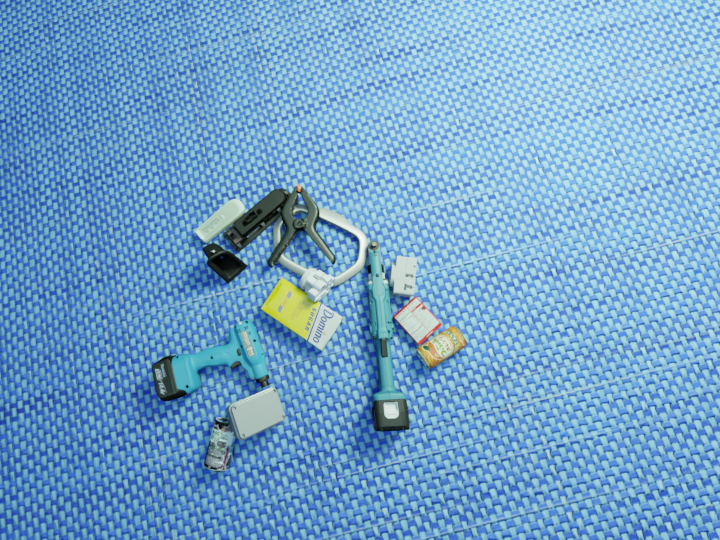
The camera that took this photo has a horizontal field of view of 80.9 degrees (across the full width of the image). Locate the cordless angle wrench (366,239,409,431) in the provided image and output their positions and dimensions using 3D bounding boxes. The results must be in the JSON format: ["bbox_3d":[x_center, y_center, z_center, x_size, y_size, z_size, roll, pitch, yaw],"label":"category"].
[{"bbox_3d":[0.049,0.136,0.972,0.074,0.096,0.431,-5,73,0],"label":"cordless angle wrench"}]

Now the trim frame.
[{"bbox_3d":[-0.103,-0.067,1.053,0.254,0.027,0.184,24,81,10],"label":"trim frame"}]

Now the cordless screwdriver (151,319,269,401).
[{"bbox_3d":[-0.341,0.234,0.980,0.247,0.073,0.162,-23,78,-6],"label":"cordless screwdriver"}]

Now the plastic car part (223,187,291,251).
[{"bbox_3d":[-0.257,-0.140,1.064,0.202,0.065,0.068,-40,74,-8],"label":"plastic car part"}]

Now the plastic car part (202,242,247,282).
[{"bbox_3d":[-0.339,-0.031,1.024,0.066,0.111,0.075,-43,58,-7],"label":"plastic car part"}]
